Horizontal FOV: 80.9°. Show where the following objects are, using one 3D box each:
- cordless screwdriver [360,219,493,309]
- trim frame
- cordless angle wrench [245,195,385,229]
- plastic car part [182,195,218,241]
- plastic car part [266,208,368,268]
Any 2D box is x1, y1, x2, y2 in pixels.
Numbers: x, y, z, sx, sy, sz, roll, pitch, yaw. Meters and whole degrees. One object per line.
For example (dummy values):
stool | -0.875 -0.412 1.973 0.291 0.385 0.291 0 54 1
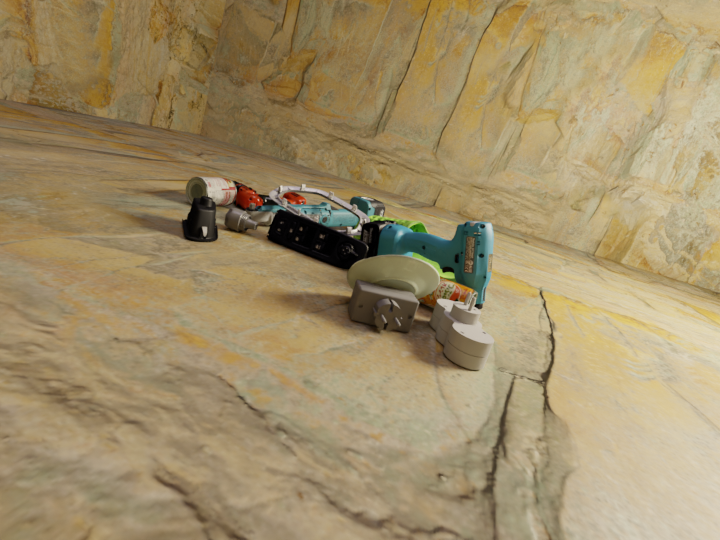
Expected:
cordless screwdriver | 0.115 -0.015 0.777 0.262 0.158 0.071 9 9 41
trim frame | -0.089 -0.139 0.935 0.261 0.027 0.178 35 36 29
cordless angle wrench | -0.104 -0.135 1.042 0.404 0.097 0.079 -8 27 -45
plastic car part | -0.281 -0.099 0.757 0.063 0.070 0.122 8 14 -24
plastic car part | -0.080 -0.053 0.823 0.212 0.066 0.064 21 -11 23
